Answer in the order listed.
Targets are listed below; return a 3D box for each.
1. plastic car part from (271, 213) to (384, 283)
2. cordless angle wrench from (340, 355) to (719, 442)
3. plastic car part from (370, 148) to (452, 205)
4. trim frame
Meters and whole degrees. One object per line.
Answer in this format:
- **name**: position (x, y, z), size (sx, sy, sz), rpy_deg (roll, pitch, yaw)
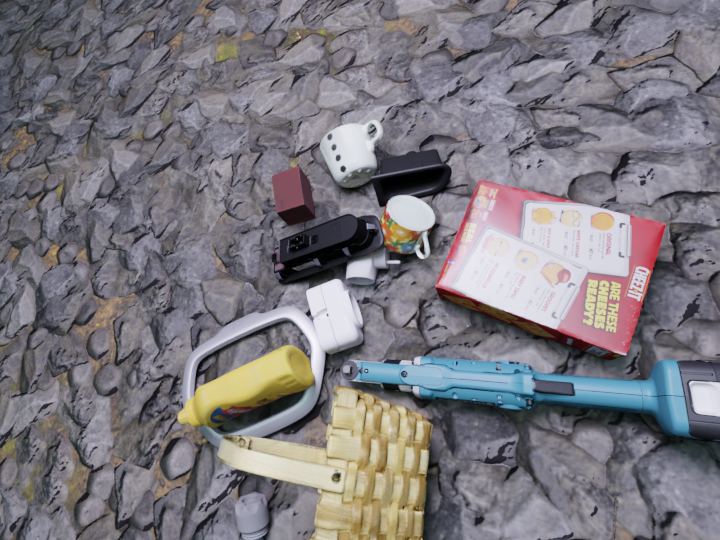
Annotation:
- **plastic car part**: position (-0.062, -0.041, 0.634), size (0.210, 0.063, 0.068), rpy_deg (-15, 57, 29)
- **cordless angle wrench**: position (0.178, 0.135, 0.499), size (0.438, 0.093, 0.075), rpy_deg (-1, 71, 24)
- **plastic car part**: position (0.077, -0.155, 0.662), size (0.118, 0.063, 0.073), rpy_deg (-13, 53, 11)
- **trim frame**: position (-0.165, 0.155, 0.643), size (0.251, 0.026, 0.191), rpy_deg (-28, 64, 10)
